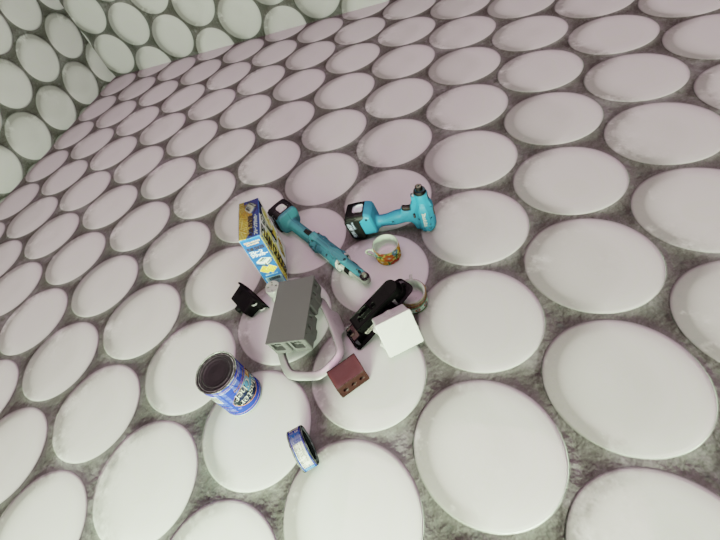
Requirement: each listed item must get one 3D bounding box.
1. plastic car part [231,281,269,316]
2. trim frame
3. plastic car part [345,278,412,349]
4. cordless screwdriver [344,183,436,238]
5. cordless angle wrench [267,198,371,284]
[{"bbox_3d":[-0.327,0.091,1.209,0.123,0.062,0.071,30,81,40],"label":"plastic car part"},{"bbox_3d":[-0.129,0.169,1.068,0.185,0.026,0.261,-32,42,3],"label":"trim frame"},{"bbox_3d":[0.035,0.092,1.013,0.203,0.063,0.070,-45,39,7],"label":"plastic car part"},{"bbox_3d":[0.077,-0.166,1.185,0.257,0.151,0.076,-3,51,22],"label":"cordless screwdriver"},{"bbox_3d":[-0.122,-0.080,1.248,0.074,0.093,0.447,-42,53,-15],"label":"cordless angle wrench"}]
